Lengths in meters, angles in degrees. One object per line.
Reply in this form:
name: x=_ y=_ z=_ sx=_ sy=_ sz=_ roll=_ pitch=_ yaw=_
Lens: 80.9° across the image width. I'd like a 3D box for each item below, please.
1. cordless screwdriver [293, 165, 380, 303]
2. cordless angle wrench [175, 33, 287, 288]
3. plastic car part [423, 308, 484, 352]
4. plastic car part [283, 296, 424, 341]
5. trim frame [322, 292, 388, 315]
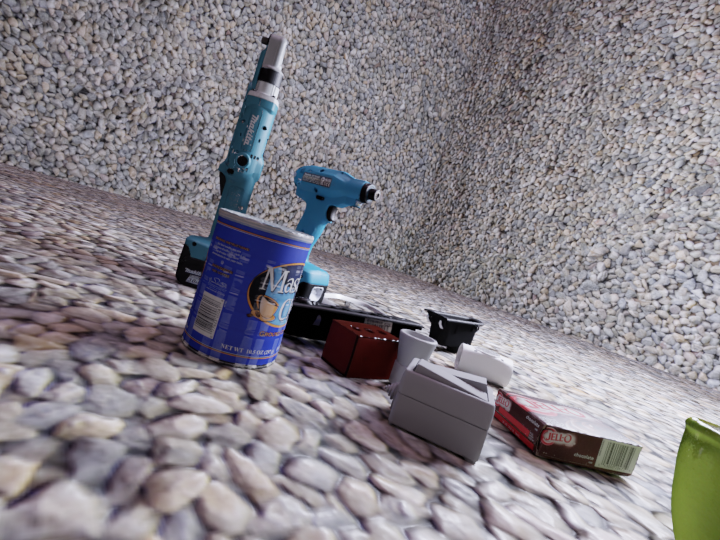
cordless screwdriver: x=-0.068 y=-0.045 z=0.699 sx=0.168 sy=0.248 sz=0.070 roll=20 pitch=3 yaw=33
cordless angle wrench: x=-0.191 y=-0.174 z=0.687 sx=0.097 sy=0.422 sz=0.075 roll=17 pitch=2 yaw=-6
plastic car part: x=0.175 y=0.118 z=0.792 sx=0.111 sy=0.071 sz=0.069 roll=16 pitch=4 yaw=-28
plastic car part: x=-0.022 y=0.075 z=0.573 sx=0.197 sy=0.067 sz=0.068 roll=16 pitch=4 yaw=-17
trim frame: x=0.010 y=0.088 z=0.795 sx=0.175 sy=0.027 sz=0.261 roll=15 pitch=5 yaw=-33
